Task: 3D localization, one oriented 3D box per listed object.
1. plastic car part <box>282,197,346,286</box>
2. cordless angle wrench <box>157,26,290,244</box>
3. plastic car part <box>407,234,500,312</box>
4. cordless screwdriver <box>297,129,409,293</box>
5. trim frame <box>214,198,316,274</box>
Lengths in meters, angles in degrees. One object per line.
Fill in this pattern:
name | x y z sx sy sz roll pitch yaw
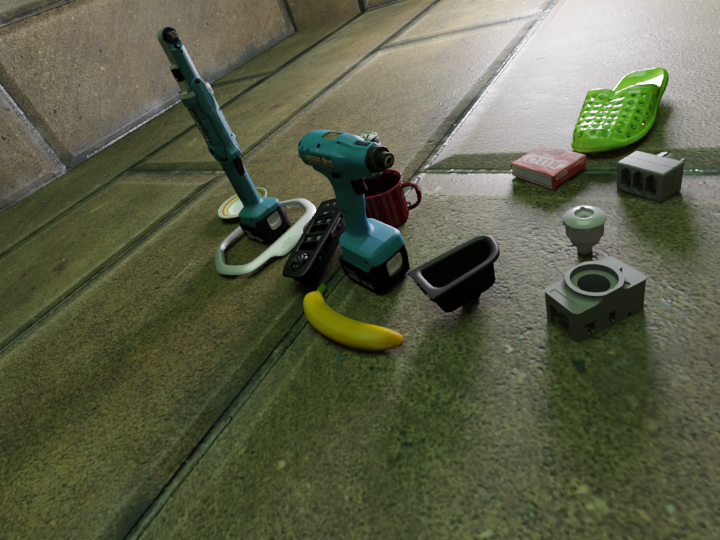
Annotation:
plastic car part | -0.073 -0.048 0.747 0.069 0.064 0.203 0 43 29
cordless angle wrench | -0.258 -0.237 0.798 0.103 0.404 0.073 18 51 43
plastic car part | 0.134 0.013 0.553 0.116 0.068 0.069 -27 35 -5
cordless screwdriver | 0.010 -0.077 0.590 0.073 0.238 0.168 -39 38 -22
trim frame | -0.200 -0.074 0.883 0.195 0.026 0.246 17 53 42
